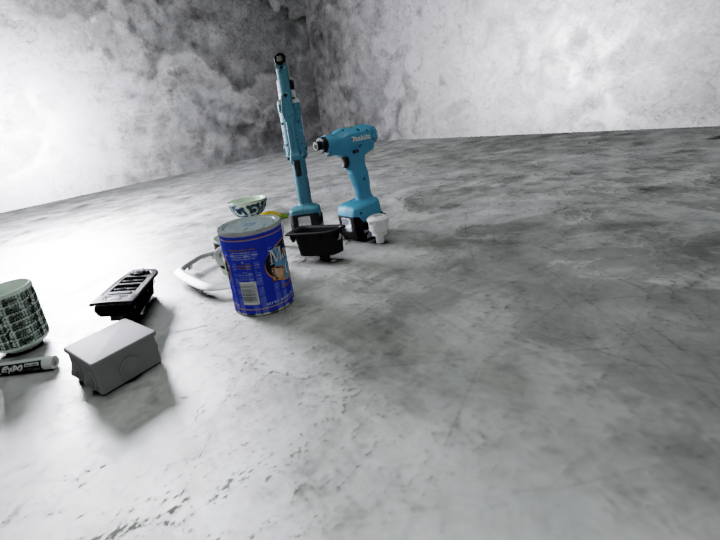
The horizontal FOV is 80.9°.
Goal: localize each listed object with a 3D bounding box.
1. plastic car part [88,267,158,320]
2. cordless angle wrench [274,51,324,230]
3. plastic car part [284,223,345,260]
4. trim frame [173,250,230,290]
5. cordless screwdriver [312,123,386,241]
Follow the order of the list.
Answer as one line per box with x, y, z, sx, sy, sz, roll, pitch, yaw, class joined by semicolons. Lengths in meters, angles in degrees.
-0.401;0.043;0.746;0.066;0.065;0.210;-11;21;-9;plastic car part
-0.154;-0.288;1.003;0.075;0.413;0.099;-6;18;3;cordless angle wrench
-0.084;-0.055;0.861;0.122;0.069;0.065;4;23;29;plastic car part
-0.272;-0.005;0.866;0.262;0.027;0.179;13;31;44;trim frame
-0.022;-0.186;0.929;0.154;0.243;0.078;-22;23;-35;cordless screwdriver
